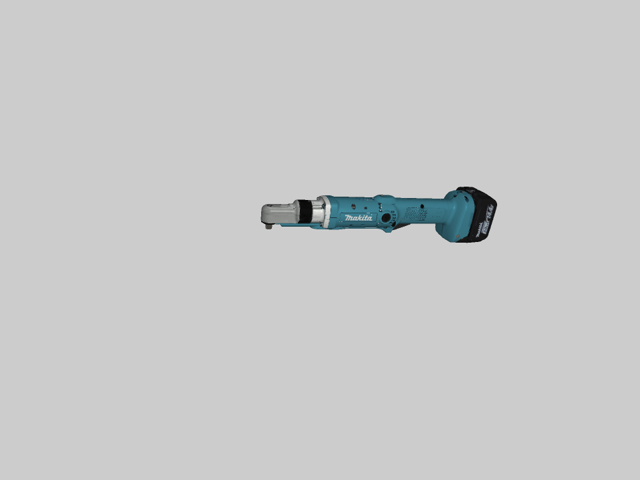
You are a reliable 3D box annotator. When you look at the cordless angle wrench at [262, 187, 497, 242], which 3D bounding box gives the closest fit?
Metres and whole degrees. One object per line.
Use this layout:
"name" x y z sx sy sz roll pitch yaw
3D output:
"cordless angle wrench" 0.106 -0.047 0.747 0.422 0.098 0.074 -1 25 -17
